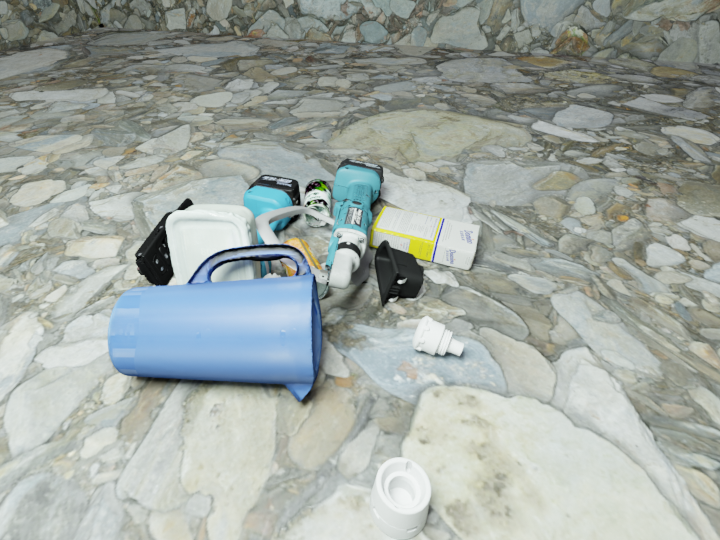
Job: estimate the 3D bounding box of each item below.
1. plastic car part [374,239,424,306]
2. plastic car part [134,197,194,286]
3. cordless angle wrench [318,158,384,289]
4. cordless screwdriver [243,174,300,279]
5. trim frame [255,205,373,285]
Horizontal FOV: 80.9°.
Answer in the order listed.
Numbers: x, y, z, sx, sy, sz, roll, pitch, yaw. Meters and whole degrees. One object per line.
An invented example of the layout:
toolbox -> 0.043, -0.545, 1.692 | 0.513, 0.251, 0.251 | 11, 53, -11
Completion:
plastic car part -> 0.066, 0.000, 0.669 | 0.070, 0.065, 0.120 | 13, 33, -11
plastic car part -> -0.334, -0.052, 0.733 | 0.069, 0.063, 0.207 | -16, 35, 19
cordless angle wrench -> -0.013, -0.090, 0.710 | 0.098, 0.073, 0.430 | 11, 30, -2
cordless screwdriver -> -0.205, -0.080, 0.755 | 0.162, 0.072, 0.252 | 8, 42, 9
trim frame -> -0.066, -0.043, 0.672 | 0.188, 0.027, 0.244 | 34, 22, 10
